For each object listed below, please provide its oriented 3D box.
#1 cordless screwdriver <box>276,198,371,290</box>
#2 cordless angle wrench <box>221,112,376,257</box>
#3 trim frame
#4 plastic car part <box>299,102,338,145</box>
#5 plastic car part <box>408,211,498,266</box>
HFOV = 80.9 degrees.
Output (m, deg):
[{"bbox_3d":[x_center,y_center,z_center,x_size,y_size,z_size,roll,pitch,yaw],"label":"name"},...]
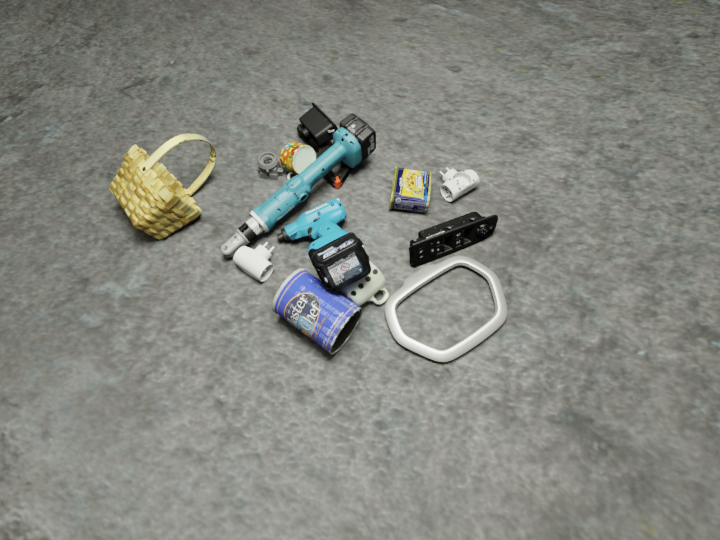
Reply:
[{"bbox_3d":[-0.082,-0.054,0.842,0.159,0.071,0.260,-26,34,0],"label":"cordless screwdriver"},{"bbox_3d":[-0.141,-0.177,0.934,0.421,0.095,0.077,-43,74,-8],"label":"cordless angle wrench"},{"bbox_3d":[0.167,0.068,0.828,0.246,0.026,0.192,-33,64,-12],"label":"trim frame"},{"bbox_3d":[-0.107,-0.347,1.027,0.071,0.063,0.122,-38,61,-4],"label":"plastic car part"},{"bbox_3d":[0.189,-0.074,0.891,0.202,0.064,0.070,-18,36,-5],"label":"plastic car part"}]
